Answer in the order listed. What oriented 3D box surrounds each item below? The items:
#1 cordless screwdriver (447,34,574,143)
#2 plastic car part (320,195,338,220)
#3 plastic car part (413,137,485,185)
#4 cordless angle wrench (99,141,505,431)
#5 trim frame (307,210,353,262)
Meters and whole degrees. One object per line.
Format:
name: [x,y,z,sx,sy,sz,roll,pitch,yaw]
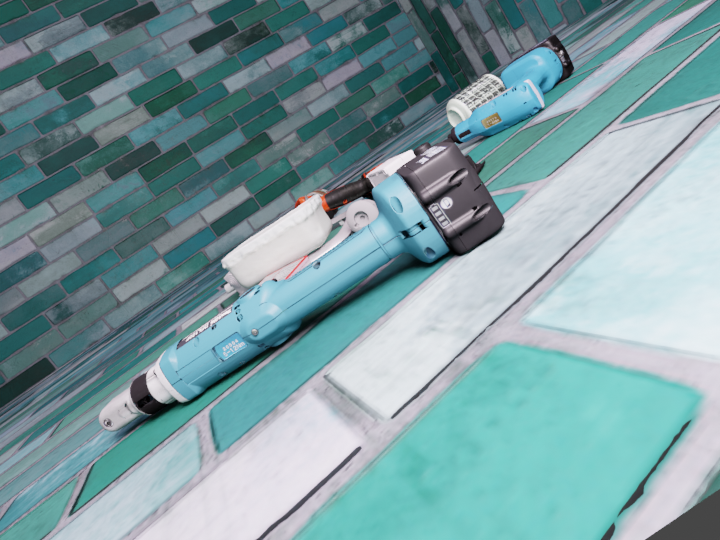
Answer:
cordless screwdriver: [0.261,-0.306,0.737,0.165,0.072,0.246,-17,26,51]
plastic car part: [-0.138,-0.098,0.949,0.202,0.064,0.070,-35,22,-6]
plastic car part: [0.093,-0.122,0.510,0.068,0.070,0.115,-25,13,41]
cordless angle wrench: [-0.085,0.040,0.386,0.427,0.073,0.099,-33,12,12]
trim frame: [-0.068,-0.045,0.700,0.187,0.027,0.249,-31,13,16]
